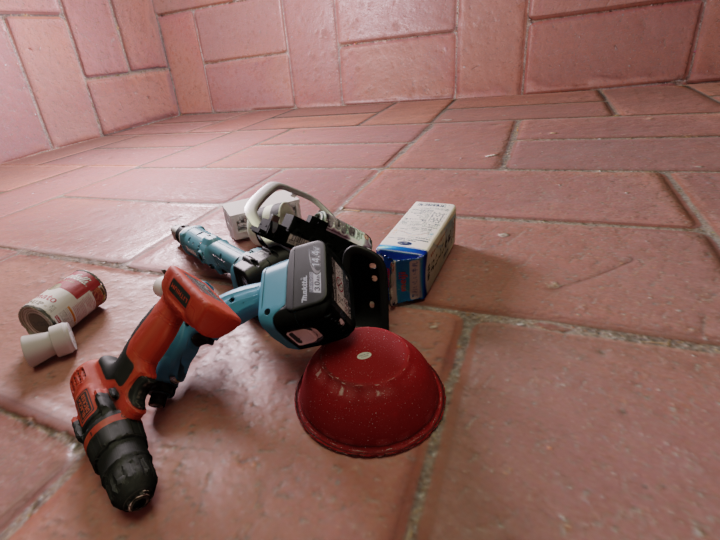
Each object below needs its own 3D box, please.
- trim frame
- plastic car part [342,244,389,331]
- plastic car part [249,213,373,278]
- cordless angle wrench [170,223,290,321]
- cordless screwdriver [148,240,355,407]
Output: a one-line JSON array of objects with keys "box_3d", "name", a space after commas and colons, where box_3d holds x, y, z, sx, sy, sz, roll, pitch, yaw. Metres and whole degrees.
[{"box_3d": [-0.110, -0.082, 0.747, 0.182, 0.027, 0.251, 32, 27, -9], "name": "trim frame"}, {"box_3d": [0.011, 0.023, 0.563, 0.068, 0.116, 0.069, 2, 4, 16], "name": "plastic car part"}, {"box_3d": [-0.063, -0.041, 0.642, 0.194, 0.067, 0.069, 28, -10, -26], "name": "plastic car part"}, {"box_3d": [-0.254, -0.031, 0.739, 0.072, 0.095, 0.447, -28, 31, -31], "name": "cordless angle wrench"}, {"box_3d": [-0.133, 0.064, 0.475, 0.256, 0.070, 0.163, -13, 51, 22], "name": "cordless screwdriver"}]
